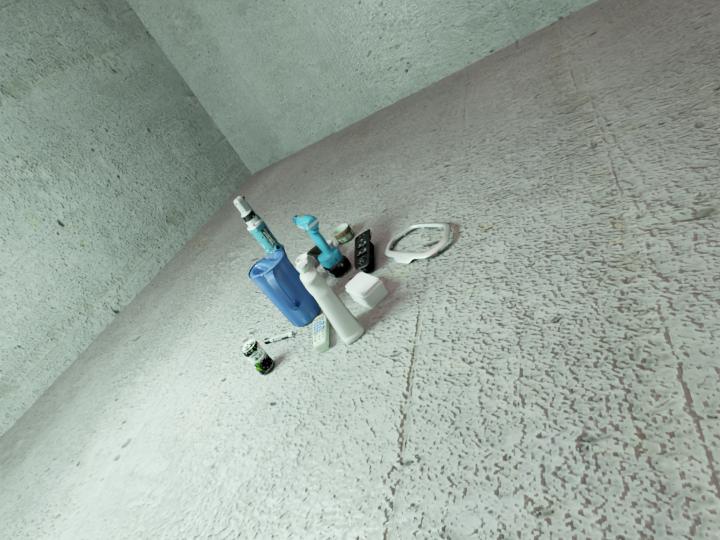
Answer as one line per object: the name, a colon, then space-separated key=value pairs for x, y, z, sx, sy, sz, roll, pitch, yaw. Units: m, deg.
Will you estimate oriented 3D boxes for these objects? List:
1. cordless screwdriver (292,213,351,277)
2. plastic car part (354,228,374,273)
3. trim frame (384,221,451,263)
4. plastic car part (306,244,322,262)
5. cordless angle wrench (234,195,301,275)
cordless screwdriver: x=-0.145 y=-0.095 z=1.479 sx=0.074 sy=0.239 sz=0.167 roll=-41 pitch=25 yaw=-15
plastic car part: x=0.016 y=-0.056 z=1.430 sx=0.068 sy=0.064 sz=0.207 roll=-25 pitch=29 yaw=19
trim frame: x=0.181 y=-0.092 z=1.345 sx=0.183 sy=0.026 sz=0.261 roll=-48 pitch=30 yaw=-23
plastic car part: x=-0.142 y=-0.053 z=1.596 sx=0.065 sy=0.068 sz=0.122 roll=-42 pitch=27 yaw=-16
cordless angle wrench: x=-0.293 y=-0.075 z=1.431 sx=0.077 sy=0.407 sz=0.097 roll=-9 pitch=34 yaw=44
